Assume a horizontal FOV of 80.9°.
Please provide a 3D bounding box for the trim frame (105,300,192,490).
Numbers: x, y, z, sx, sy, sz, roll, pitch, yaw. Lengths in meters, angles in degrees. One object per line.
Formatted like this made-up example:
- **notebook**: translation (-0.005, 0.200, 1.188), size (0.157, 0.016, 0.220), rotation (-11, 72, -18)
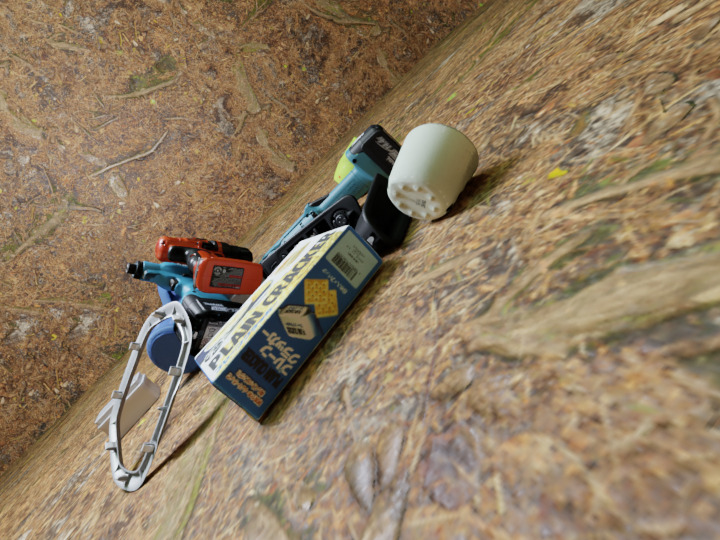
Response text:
- **trim frame**: translation (-0.293, 0.162, 0.576), size (0.194, 0.026, 0.249), rotation (12, 80, 44)

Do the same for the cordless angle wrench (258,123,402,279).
- **cordless angle wrench**: translation (-0.089, -0.090, 0.804), size (0.426, 0.096, 0.075), rotation (-42, 14, 20)

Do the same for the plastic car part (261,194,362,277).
- **plastic car part**: translation (-0.068, -0.044, 0.694), size (0.206, 0.067, 0.065), rotation (-37, -10, 26)

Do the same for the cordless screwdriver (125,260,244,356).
- **cordless screwdriver**: translation (-0.286, 0.046, 0.690), size (0.263, 0.151, 0.074), rotation (32, 104, 51)

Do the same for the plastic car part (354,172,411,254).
- **plastic car part**: translation (0.020, -0.058, 0.534), size (0.071, 0.065, 0.117), rotation (-51, 11, 44)
